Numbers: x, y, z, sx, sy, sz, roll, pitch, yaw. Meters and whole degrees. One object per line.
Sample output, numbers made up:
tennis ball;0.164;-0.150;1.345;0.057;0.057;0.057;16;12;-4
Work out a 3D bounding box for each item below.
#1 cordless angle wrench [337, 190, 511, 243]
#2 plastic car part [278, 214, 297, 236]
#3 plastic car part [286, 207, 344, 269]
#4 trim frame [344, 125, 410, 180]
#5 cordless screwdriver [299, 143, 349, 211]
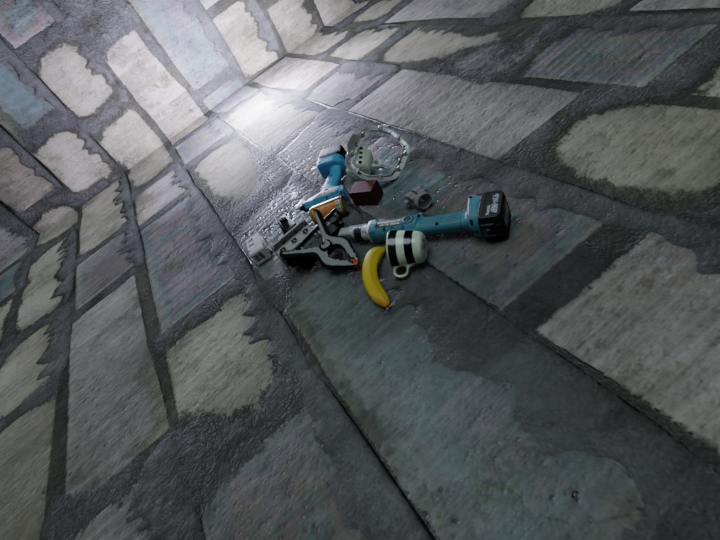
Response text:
cordless angle wrench;0.123;-0.106;1.007;0.442;0.070;0.099;-4;47;35
plastic car part;-0.213;-0.128;1.260;0.066;0.067;0.123;-38;42;-8
plastic car part;-0.112;-0.073;1.147;0.202;0.064;0.070;-43;64;-12
trim frame;0.050;-0.358;1.272;0.187;0.027;0.250;21;58;8
cordless screwdriver;-0.112;-0.288;1.352;0.163;0.070;0.255;-16;46;21
